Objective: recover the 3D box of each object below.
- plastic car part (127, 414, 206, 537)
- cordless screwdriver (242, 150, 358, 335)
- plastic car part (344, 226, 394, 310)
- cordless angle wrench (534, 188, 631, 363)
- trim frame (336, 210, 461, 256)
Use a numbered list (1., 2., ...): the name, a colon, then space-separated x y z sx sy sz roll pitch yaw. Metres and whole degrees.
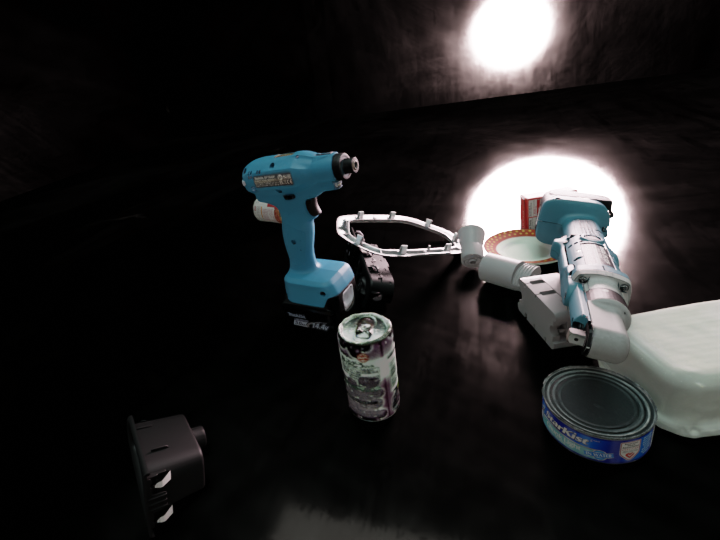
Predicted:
1. plastic car part: -0.186 0.178 0.415 0.068 0.065 0.123 -7 19 -31
2. cordless screwdriver: -0.055 -0.036 0.563 0.166 0.241 0.073 1 26 32
3. plastic car part: 0.013 0.000 0.682 0.066 0.065 0.209 14 23 -12
4. cordless angle wrench: 0.262 -0.014 0.495 0.101 0.073 0.417 11 26 18
5. trim frame: 0.072 -0.064 0.734 0.238 0.027 0.195 -2 29 -31
